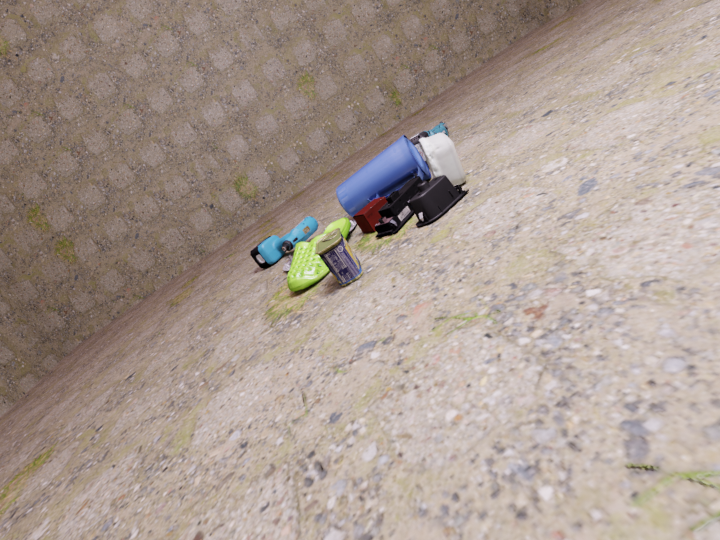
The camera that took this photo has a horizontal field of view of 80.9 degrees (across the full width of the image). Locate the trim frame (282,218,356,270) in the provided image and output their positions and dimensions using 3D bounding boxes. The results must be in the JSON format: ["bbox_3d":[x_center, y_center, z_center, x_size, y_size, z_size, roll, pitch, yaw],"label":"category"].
[{"bbox_3d":[-0.114,-0.075,1.170,0.249,0.027,0.188,-31,19,4],"label":"trim frame"}]

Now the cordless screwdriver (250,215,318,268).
[{"bbox_3d":[-0.250,-0.074,1.301,0.256,0.073,0.158,-23,19,41],"label":"cordless screwdriver"}]

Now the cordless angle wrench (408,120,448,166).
[{"bbox_3d":[0.236,-0.423,1.363,0.076,0.096,0.420,-25,16,31],"label":"cordless angle wrench"}]

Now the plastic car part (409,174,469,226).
[{"bbox_3d":[0.142,-0.146,0.830,0.115,0.069,0.068,-39,14,-25],"label":"plastic car part"}]

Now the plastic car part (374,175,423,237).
[{"bbox_3d":[0.095,-0.152,0.952,0.200,0.066,0.068,-43,11,-34],"label":"plastic car part"}]
